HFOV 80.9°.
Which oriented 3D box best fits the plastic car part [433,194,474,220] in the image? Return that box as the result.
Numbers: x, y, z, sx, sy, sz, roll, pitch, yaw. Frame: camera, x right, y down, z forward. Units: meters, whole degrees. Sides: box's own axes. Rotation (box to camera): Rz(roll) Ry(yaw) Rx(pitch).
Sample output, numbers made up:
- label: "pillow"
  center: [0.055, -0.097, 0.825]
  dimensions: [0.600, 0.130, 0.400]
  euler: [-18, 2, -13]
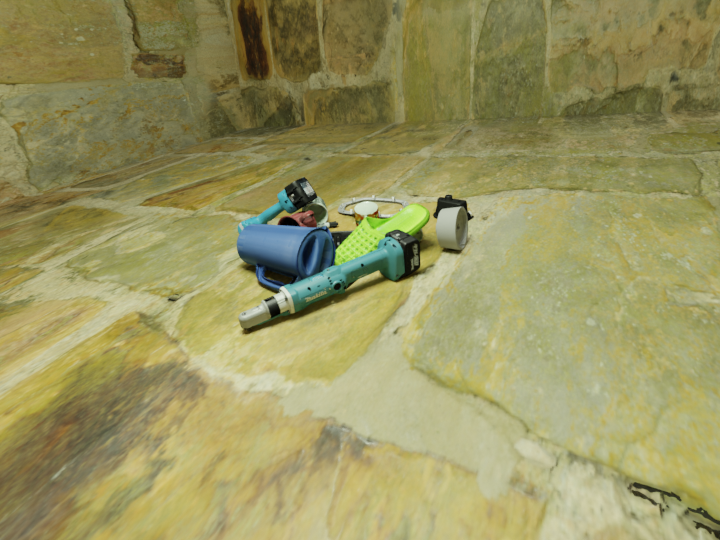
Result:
- label: "plastic car part"
  center: [0.266, -0.187, 1.246]
  dimensions: [0.123, 0.069, 0.064]
  euler: [22, 36, 40]

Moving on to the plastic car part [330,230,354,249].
- label: "plastic car part"
  center: [-0.110, -0.072, 1.129]
  dimensions: [0.205, 0.065, 0.067]
  euler: [-3, 12, 6]

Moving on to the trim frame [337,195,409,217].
- label: "trim frame"
  center: [0.044, -0.211, 1.397]
  dimensions: [0.260, 0.027, 0.181]
  euler: [11, 33, 29]

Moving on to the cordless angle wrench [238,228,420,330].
- label: "cordless angle wrench"
  center: [-0.061, 0.024, 0.905]
  dimensions: [0.413, 0.095, 0.078]
  euler: [-23, 33, -21]

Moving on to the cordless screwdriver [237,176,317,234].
- label: "cordless screwdriver"
  center: [-0.248, -0.188, 1.285]
  dimensions: [0.253, 0.073, 0.158]
  euler: [-29, 9, 21]
